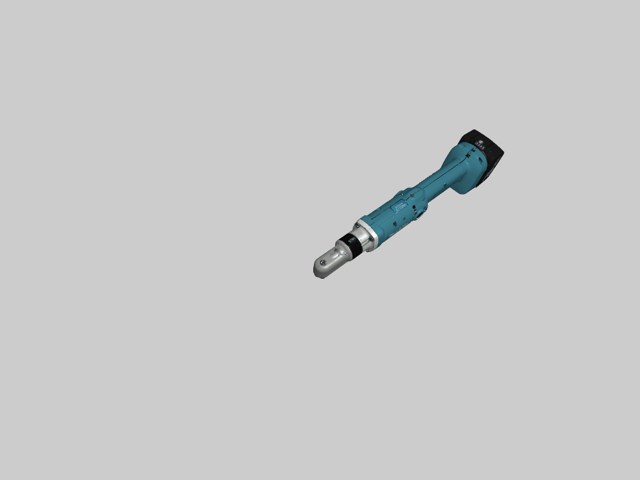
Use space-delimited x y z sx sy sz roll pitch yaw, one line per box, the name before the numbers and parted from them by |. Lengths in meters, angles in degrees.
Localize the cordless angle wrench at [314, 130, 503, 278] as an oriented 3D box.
cordless angle wrench | 0.153 -0.060 0.735 0.422 0.074 0.098 -34 -22 -24
